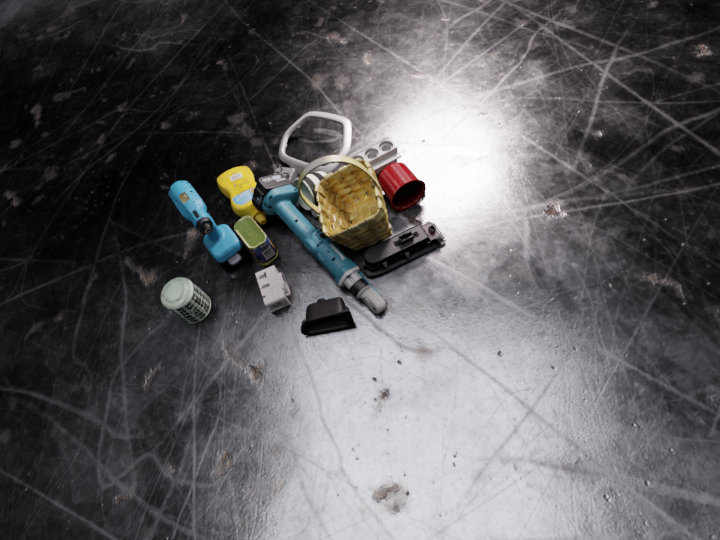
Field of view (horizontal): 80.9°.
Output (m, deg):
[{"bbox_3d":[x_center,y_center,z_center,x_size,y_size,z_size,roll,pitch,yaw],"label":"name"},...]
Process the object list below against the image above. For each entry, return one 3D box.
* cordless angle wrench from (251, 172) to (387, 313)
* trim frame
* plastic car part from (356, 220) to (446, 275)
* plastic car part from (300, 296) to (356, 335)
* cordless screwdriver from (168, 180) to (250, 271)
[{"bbox_3d":[-0.095,-0.062,0.972,0.095,0.074,0.440,-23,61,-42],"label":"cordless angle wrench"},{"bbox_3d":[-0.124,-0.340,1.133,0.262,0.026,0.184,25,86,35],"label":"trim frame"},{"bbox_3d":[0.088,-0.051,0.946,0.203,0.064,0.069,-27,68,1],"label":"plastic car part"},{"bbox_3d":[-0.075,0.091,0.912,0.118,0.063,0.073,-11,46,10],"label":"plastic car part"},{"bbox_3d":[-0.328,-0.081,0.952,0.074,0.237,0.168,-37,58,-10],"label":"cordless screwdriver"}]
